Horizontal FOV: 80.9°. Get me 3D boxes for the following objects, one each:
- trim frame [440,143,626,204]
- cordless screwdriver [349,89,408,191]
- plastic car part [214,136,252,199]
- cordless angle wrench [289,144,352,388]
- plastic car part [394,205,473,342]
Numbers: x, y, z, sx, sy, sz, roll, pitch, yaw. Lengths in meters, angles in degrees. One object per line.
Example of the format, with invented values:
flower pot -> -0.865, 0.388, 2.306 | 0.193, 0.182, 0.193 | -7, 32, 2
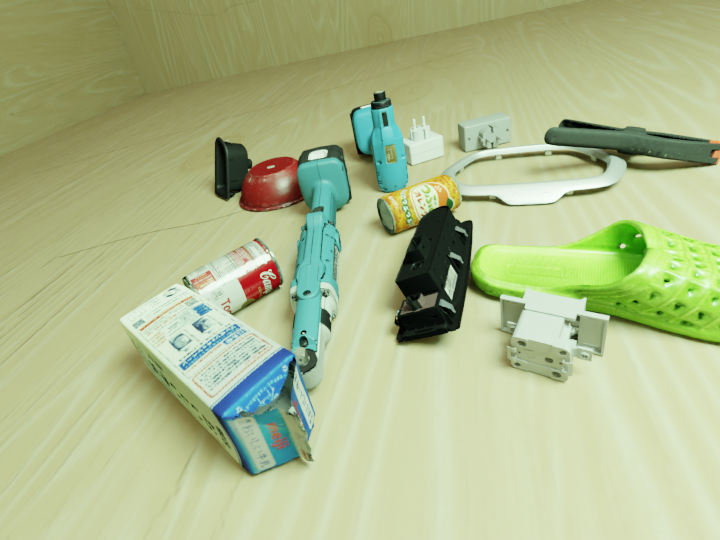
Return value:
trim frame -> 0.249, -0.150, 0.636 | 0.256, 0.026, 0.185 | 0, 35, 19
cordless screwdriver -> 0.030, -0.258, 0.764 | 0.074, 0.153, 0.257 | -13, 31, 0
plastic car part -> -0.253, -0.207, 0.854 | 0.068, 0.115, 0.070 | -8, 23, -40
cordless angle wrench -> -0.053, -0.035, 0.540 | 0.075, 0.094, 0.435 | -10, 38, 6
plastic car part -> 0.078, -0.012, 0.463 | 0.068, 0.066, 0.202 | -30, 16, 36
